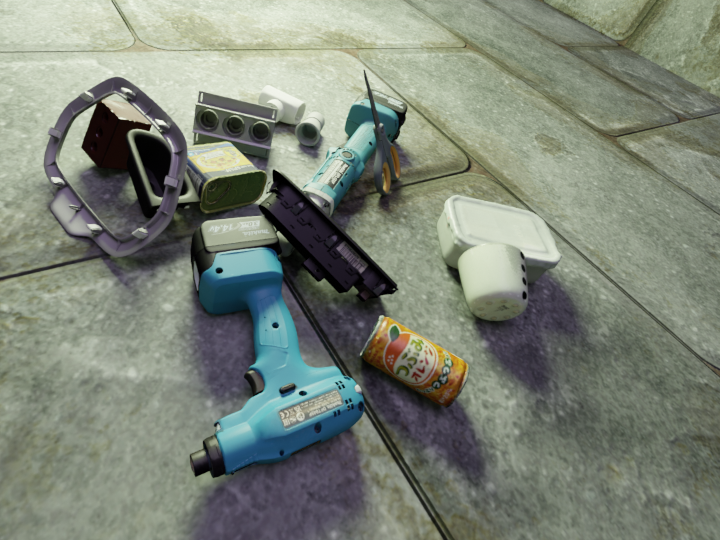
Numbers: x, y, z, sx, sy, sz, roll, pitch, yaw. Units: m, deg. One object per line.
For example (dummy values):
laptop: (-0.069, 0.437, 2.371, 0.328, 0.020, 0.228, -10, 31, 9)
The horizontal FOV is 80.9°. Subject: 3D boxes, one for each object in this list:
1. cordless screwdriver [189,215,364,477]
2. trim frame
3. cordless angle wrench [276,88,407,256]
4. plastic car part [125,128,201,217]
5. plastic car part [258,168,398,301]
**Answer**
cordless screwdriver: (-0.119, 0.063, 0.427, 0.154, 0.073, 0.260, -14, 58, -29)
trim frame: (-0.301, -0.128, 0.503, 0.258, 0.184, 0.026, 43, 8, 20)
cordless angle wrench: (-0.029, -0.164, 0.669, 0.099, 0.073, 0.424, 24, 48, 3)
plastic car part: (-0.266, -0.114, 0.543, 0.063, 0.072, 0.120, -13, 66, -47)
plastic car part: (-0.050, -0.033, 0.512, 0.067, 0.067, 0.202, -41, 92, -10)
